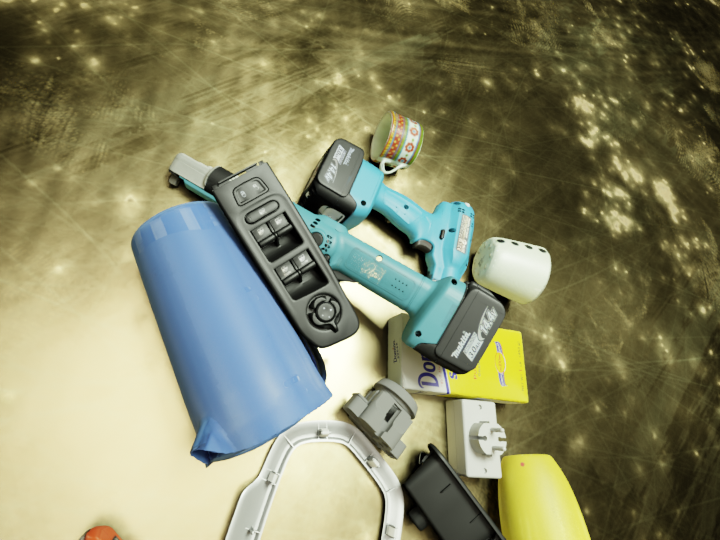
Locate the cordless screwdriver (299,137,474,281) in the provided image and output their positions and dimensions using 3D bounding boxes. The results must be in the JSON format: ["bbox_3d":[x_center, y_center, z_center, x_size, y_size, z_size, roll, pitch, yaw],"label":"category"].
[{"bbox_3d":[0.040,-0.060,0.572,0.243,0.075,0.161,24,63,-13],"label":"cordless screwdriver"}]

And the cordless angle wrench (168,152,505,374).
[{"bbox_3d":[-0.049,-0.032,0.499,0.430,0.073,0.098,30,90,8],"label":"cordless angle wrench"}]

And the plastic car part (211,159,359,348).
[{"bbox_3d":[-0.079,-0.008,0.444,0.065,0.068,0.204,-32,86,-27],"label":"plastic car part"}]

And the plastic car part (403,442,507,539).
[{"bbox_3d":[0.090,0.261,0.468,0.070,0.065,0.118,-38,82,-14],"label":"plastic car part"}]

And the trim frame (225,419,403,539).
[{"bbox_3d":[-0.046,0.283,0.427,0.181,0.028,0.251,23,65,-8],"label":"trim frame"}]
